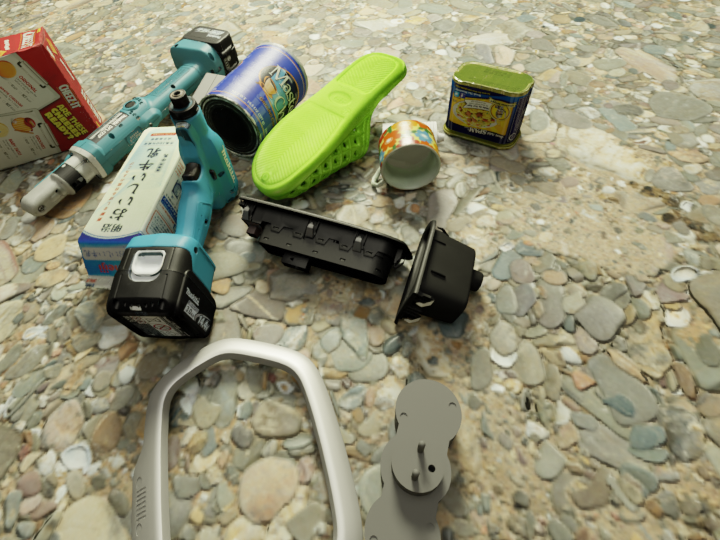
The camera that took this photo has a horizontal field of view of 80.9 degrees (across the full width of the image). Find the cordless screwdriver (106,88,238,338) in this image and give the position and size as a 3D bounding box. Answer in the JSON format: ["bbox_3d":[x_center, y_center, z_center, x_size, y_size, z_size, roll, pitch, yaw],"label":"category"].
[{"bbox_3d":[-0.193,-0.062,0.455,0.075,0.153,0.255,-1,56,3],"label":"cordless screwdriver"}]

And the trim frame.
[{"bbox_3d":[-0.102,0.169,0.352,0.183,0.026,0.260,-17,55,-6],"label":"trim frame"}]

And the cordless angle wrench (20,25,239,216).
[{"bbox_3d":[-0.348,-0.239,0.663,0.102,0.071,0.423,21,61,20],"label":"cordless angle wrench"}]

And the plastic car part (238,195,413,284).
[{"bbox_3d":[-0.046,-0.030,0.468,0.209,0.064,0.068,12,66,16],"label":"plastic car part"}]

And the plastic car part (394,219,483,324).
[{"bbox_3d":[0.087,0.005,0.431,0.072,0.065,0.117,24,56,4],"label":"plastic car part"}]
